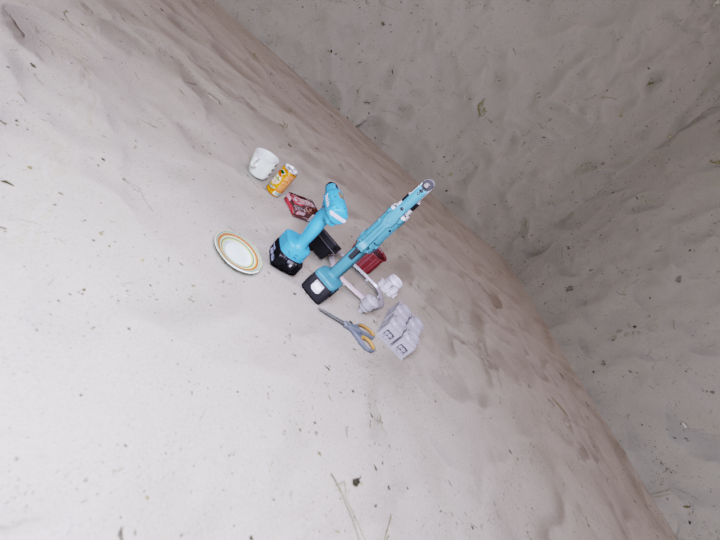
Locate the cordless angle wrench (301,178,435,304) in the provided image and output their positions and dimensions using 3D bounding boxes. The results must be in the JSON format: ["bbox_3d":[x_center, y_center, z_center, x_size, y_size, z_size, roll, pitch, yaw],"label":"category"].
[{"bbox_3d":[0.021,-0.073,1.049,0.075,0.427,0.096,50,24,5],"label":"cordless angle wrench"}]

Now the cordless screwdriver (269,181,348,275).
[{"bbox_3d":[-0.133,-0.113,1.085,0.071,0.251,0.165,32,28,-31],"label":"cordless screwdriver"}]

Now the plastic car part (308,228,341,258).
[{"bbox_3d":[-0.125,-0.082,1.275,0.117,0.071,0.065,47,24,3],"label":"plastic car part"}]

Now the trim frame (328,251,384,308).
[{"bbox_3d":[-0.014,0.027,1.333,0.243,0.028,0.186,40,24,-12],"label":"trim frame"}]
